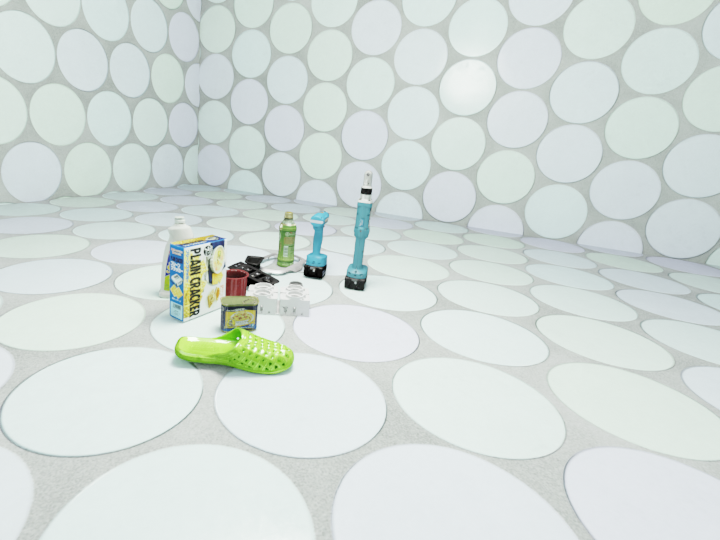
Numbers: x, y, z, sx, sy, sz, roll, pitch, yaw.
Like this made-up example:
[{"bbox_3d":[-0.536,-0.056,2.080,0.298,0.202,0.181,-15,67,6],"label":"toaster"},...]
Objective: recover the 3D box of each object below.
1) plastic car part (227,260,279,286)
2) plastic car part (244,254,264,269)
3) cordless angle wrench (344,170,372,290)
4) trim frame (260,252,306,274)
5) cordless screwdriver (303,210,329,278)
[{"bbox_3d":[-0.364,0.029,1.434,0.214,0.066,0.064,17,19,33],"label":"plastic car part"},{"bbox_3d":[-0.391,-0.009,1.541,0.065,0.070,0.119,4,17,-6],"label":"plastic car part"},{"bbox_3d":[0.005,-0.141,1.498,0.076,0.417,0.097,9,15,8],"label":"cordless angle wrench"},{"bbox_3d":[-0.323,-0.029,1.697,0.192,0.027,0.242,12,19,21],"label":"trim frame"},{"bbox_3d":[-0.158,-0.103,1.617,0.076,0.245,0.158,9,16,7],"label":"cordless screwdriver"}]
